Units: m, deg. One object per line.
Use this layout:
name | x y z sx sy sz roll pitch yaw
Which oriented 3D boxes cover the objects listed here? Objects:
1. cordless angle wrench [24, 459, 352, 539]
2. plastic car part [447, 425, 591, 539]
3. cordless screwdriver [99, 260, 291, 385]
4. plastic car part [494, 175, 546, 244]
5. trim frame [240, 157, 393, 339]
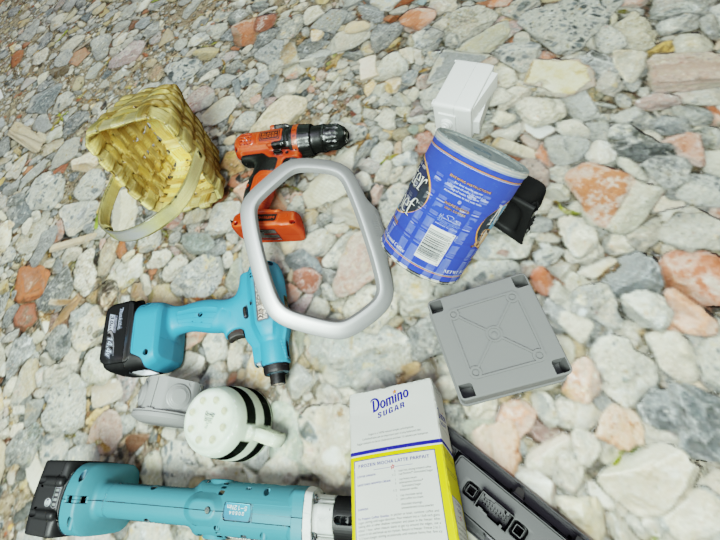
cordless angle wrench | -0.153 0.254 0.453 0.432 0.093 0.076 -4 63 14
plastic car part | 0.137 0.225 0.380 0.213 0.064 0.066 34 73 26
cordless screwdriver | -0.210 0.091 0.555 0.251 0.071 0.164 -16 63 8
plastic car part | 0.174 -0.100 0.517 0.070 0.063 0.123 -34 57 -16
trim frame | -0.053 -0.035 0.544 0.182 0.027 0.255 -16 73 -9
